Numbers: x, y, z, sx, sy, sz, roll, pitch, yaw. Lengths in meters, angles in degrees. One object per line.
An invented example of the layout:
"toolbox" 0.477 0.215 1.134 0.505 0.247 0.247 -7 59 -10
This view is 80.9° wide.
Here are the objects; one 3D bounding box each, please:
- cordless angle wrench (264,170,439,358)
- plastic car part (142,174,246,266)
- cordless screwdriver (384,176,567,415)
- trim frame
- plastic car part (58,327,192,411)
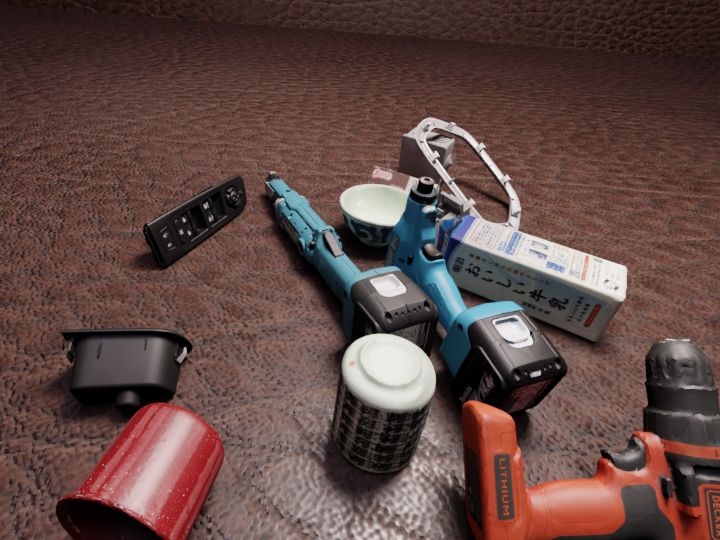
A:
"cordless angle wrench" -0.057 -0.037 0.580 0.072 0.095 0.447 -13 37 -24
"plastic car part" -0.248 -0.083 0.640 0.070 0.064 0.200 -1 31 35
"cordless screwdriver" 0.104 0.019 0.458 0.072 0.155 0.262 -9 41 -20
"trim frame" 0.188 -0.166 0.720 0.178 0.028 0.253 -24 77 -39
"plastic car part" -0.228 0.099 0.410 0.115 0.065 0.073 2 52 -9
